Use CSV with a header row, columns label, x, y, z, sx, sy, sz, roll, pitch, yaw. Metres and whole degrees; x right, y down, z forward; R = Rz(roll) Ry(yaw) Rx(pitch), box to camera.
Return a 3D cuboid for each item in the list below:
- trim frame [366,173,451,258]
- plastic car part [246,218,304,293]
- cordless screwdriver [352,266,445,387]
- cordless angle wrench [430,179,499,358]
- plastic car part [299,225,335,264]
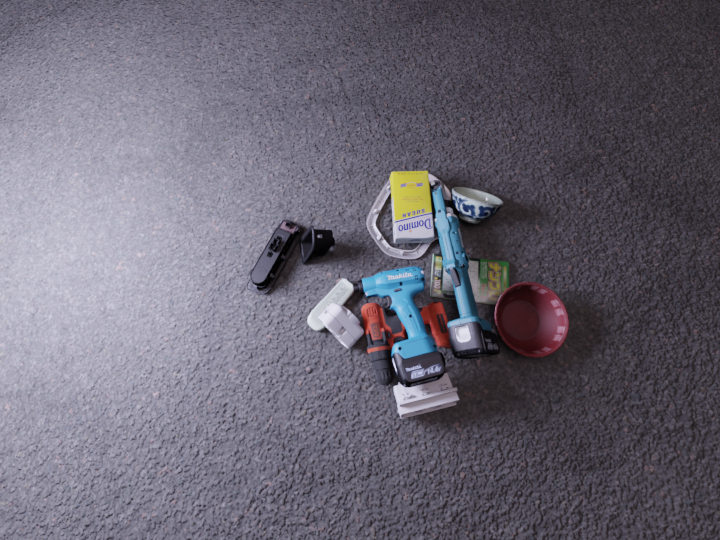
label,x,y,z,sx,sy,sz,roll,pitch,yaw
trim frame,0.125,-0.144,1.062,0.188,0.027,0.249,27,73,11
plastic car part,-0.211,-0.037,1.031,0.067,0.066,0.203,25,77,4
cordless screwdriver,0.079,0.116,0.897,0.160,0.072,0.257,-12,64,2
cordless angle wrench,0.217,-0.020,0.964,0.076,0.092,0.434,-23,63,34
plastic car part,-0.099,-0.065,1.012,0.068,0.118,0.067,-3,72,-26
